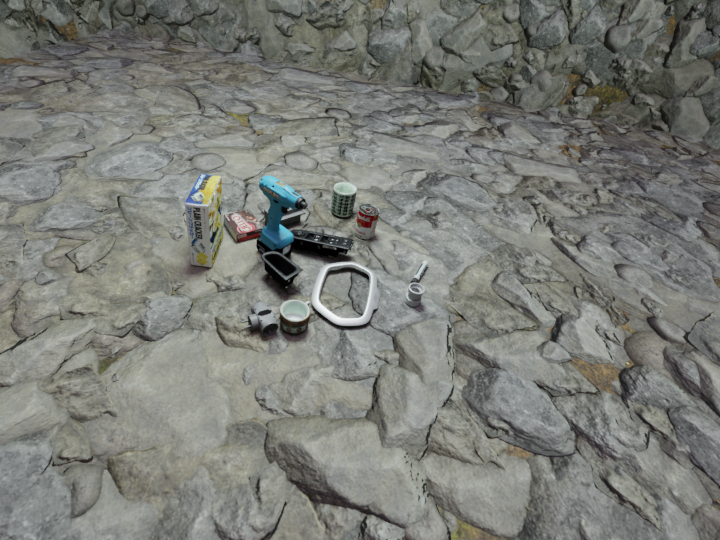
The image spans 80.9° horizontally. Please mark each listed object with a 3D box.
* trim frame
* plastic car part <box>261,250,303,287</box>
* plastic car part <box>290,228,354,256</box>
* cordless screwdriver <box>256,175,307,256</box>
[{"bbox_3d":[-0.037,0.059,1.168,0.186,0.027,0.253,10,40,3],"label":"trim frame"},{"bbox_3d":[-0.224,0.003,1.171,0.122,0.069,0.064,34,45,28],"label":"plastic car part"},{"bbox_3d":[-0.126,-0.083,1.293,0.206,0.065,0.067,15,39,8],"label":"plastic car part"},{"bbox_3d":[-0.222,-0.133,1.199,0.167,0.243,0.072,34,43,25],"label":"cordless screwdriver"}]
